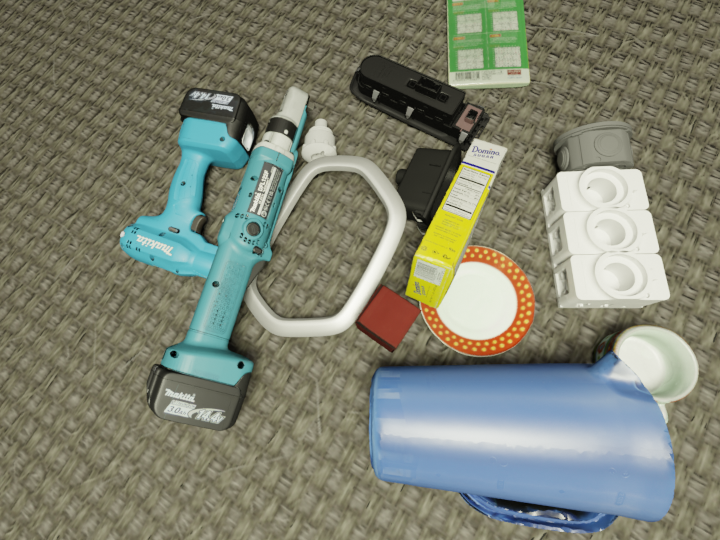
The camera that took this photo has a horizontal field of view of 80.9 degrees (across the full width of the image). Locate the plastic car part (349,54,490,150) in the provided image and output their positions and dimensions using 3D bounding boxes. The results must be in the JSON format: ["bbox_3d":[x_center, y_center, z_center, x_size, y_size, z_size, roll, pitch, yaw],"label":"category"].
[{"bbox_3d":[0.073,-0.238,0.577,0.210,0.065,0.066,30,86,18],"label":"plastic car part"}]

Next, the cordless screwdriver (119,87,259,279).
[{"bbox_3d":[-0.203,-0.112,0.568,0.163,0.072,0.250,17,80,11],"label":"cordless screwdriver"}]

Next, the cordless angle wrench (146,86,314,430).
[{"bbox_3d":[-0.134,-0.043,0.505,0.094,0.077,0.427,22,72,-25],"label":"cordless angle wrench"}]

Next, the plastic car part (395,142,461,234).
[{"bbox_3d":[0.078,-0.107,0.538,0.074,0.063,0.117,14,73,24],"label":"plastic car part"}]

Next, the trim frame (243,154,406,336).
[{"bbox_3d":[-0.052,-0.034,0.529,0.192,0.026,0.248,25,85,23],"label":"trim frame"}]
